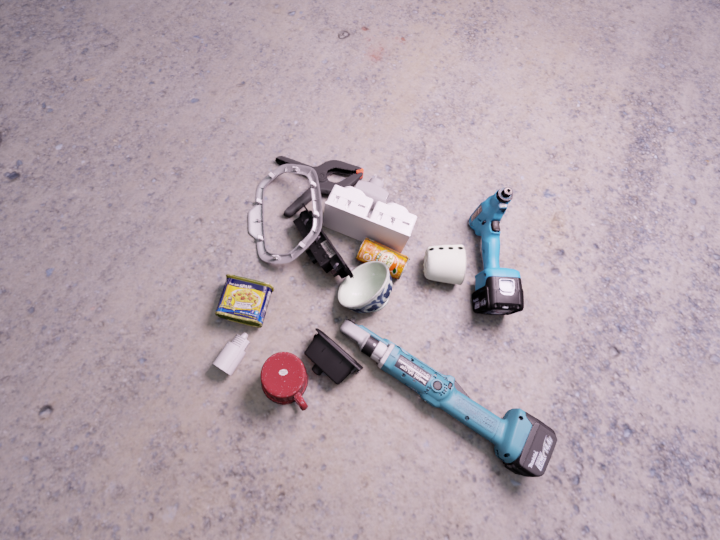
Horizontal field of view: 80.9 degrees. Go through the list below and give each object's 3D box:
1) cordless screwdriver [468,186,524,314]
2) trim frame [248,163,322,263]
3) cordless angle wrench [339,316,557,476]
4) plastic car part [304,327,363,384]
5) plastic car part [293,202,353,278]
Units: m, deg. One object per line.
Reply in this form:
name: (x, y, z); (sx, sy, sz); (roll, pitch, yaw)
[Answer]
cordless screwdriver: (0.282, -0.039, 0.872); (0.074, 0.157, 0.254); (3, 69, -5)
trim frame: (-0.169, -0.132, 0.932); (0.189, 0.026, 0.255); (-17, 65, 23)
cordless angle wrench: (0.142, 0.221, 0.802); (0.434, 0.072, 0.098); (31, 68, 13)
plastic car part: (-0.060, 0.176, 0.822); (0.120, 0.064, 0.071); (36, 83, 15)
plastic car part: (-0.089, -0.058, 0.909); (0.067, 0.063, 0.212); (-36, 59, 9)
